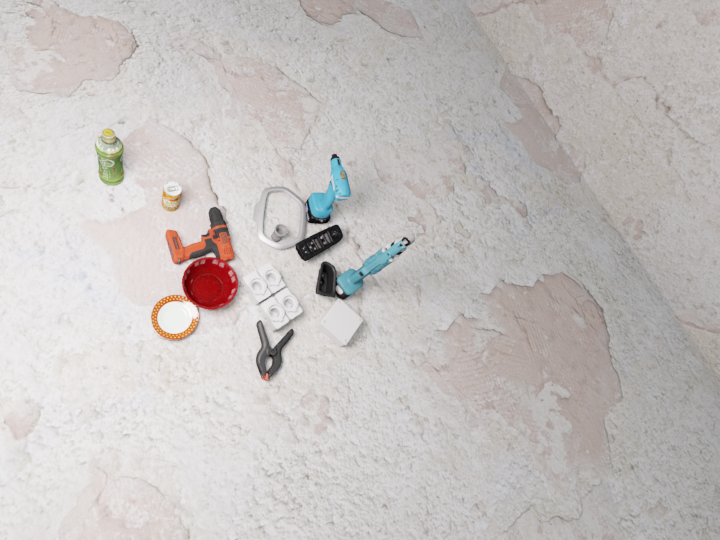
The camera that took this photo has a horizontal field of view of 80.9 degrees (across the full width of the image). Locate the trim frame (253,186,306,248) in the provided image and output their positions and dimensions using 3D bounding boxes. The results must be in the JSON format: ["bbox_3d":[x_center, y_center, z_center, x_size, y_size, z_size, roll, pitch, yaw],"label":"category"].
[{"bbox_3d":[-0.274,-0.183,1.450,0.178,0.028,0.254,10,63,-20],"label":"trim frame"}]

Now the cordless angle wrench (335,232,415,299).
[{"bbox_3d":[0.038,-0.016,1.273,0.096,0.429,0.075,-35,89,-34],"label":"cordless angle wrench"}]

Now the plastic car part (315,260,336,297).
[{"bbox_3d":[-0.120,0.036,1.390,0.064,0.072,0.119,14,62,-21],"label":"plastic car part"}]

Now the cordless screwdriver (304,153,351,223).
[{"bbox_3d":[-0.114,-0.268,1.428,0.071,0.252,0.163,-1,70,-28],"label":"cordless screwdriver"}]

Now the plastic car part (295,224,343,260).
[{"bbox_3d":[-0.141,-0.092,1.443,0.198,0.068,0.067,-33,85,-33],"label":"plastic car part"}]
